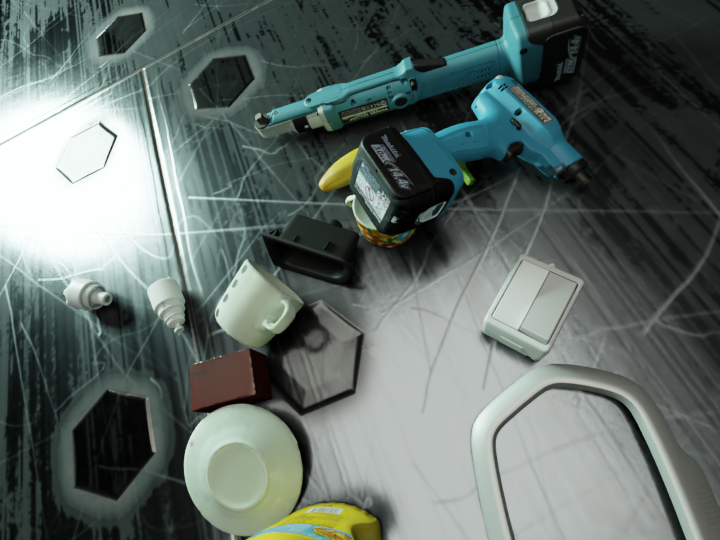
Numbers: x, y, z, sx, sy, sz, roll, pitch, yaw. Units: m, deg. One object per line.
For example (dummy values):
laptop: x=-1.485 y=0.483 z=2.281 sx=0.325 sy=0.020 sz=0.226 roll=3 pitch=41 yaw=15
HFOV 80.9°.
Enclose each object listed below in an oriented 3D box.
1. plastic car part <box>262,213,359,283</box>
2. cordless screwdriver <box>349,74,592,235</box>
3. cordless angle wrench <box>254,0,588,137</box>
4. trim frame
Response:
plastic car part: x=-0.051 y=-0.033 z=0.522 sx=0.120 sy=0.063 sz=0.071 roll=14 pitch=59 yaw=17
cordless screwdriver: x=0.123 y=-0.114 z=0.460 sx=0.244 sy=0.073 sz=0.165 roll=-29 pitch=70 yaw=-20
cordless angle wrench: x=0.052 y=-0.247 z=0.566 sx=0.433 sy=0.093 sz=0.076 roll=-11 pitch=67 yaw=17
trim frame: x=0.200 y=0.206 z=0.358 sx=0.187 sy=0.026 sz=0.256 roll=-14 pitch=63 yaw=12
